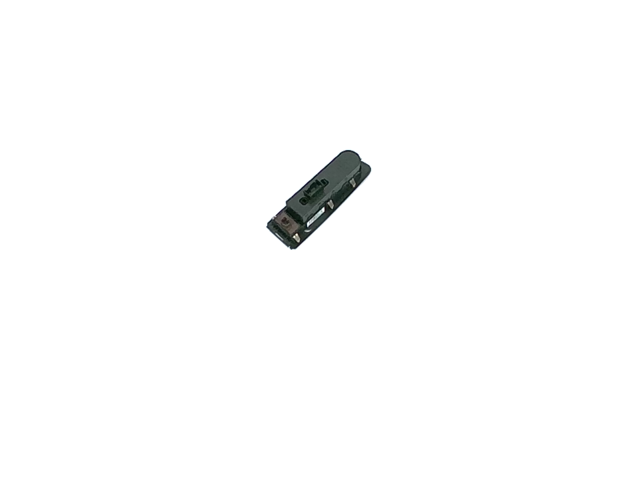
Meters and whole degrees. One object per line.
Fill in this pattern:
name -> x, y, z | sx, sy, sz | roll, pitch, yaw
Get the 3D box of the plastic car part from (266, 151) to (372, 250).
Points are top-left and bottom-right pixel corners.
plastic car part -> 0.001, -0.080, 0.693 | 0.066, 0.202, 0.067 | 39, -21, 25
